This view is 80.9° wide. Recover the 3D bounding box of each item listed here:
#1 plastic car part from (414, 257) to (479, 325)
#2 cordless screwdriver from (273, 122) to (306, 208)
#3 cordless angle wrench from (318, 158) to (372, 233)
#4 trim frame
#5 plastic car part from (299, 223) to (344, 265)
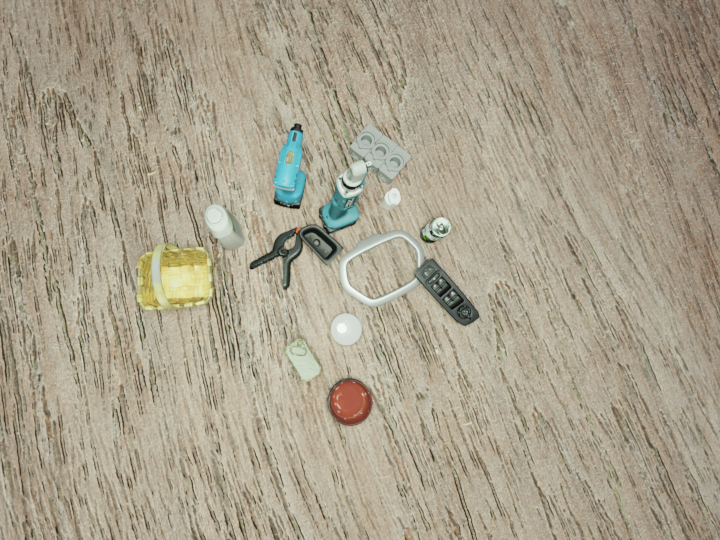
[{"bbox_3d":[0.226,0.063,1.127,0.066,0.067,0.205,-42,85,-9],"label":"plastic car part"},{"bbox_3d":[-0.174,-0.252,1.067,0.074,0.249,0.160,12,82,-7],"label":"cordless screwdriver"},{"bbox_3d":[-0.035,-0.167,0.972,0.097,0.423,0.075,-21,87,-10],"label":"cordless angle wrench"},{"bbox_3d":[0.060,-0.010,1.151,0.247,0.027,0.186,-27,83,-7],"label":"trim frame"},{"bbox_3d":[-0.111,-0.072,1.131,0.117,0.071,0.066,44,81,3],"label":"plastic car part"}]
